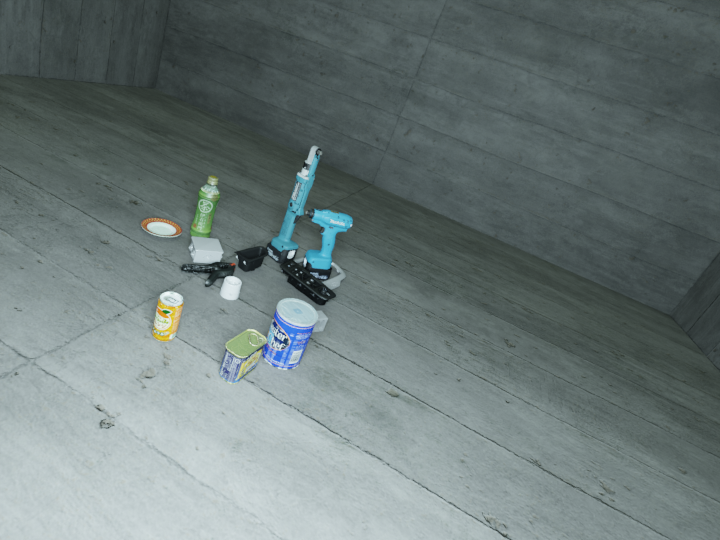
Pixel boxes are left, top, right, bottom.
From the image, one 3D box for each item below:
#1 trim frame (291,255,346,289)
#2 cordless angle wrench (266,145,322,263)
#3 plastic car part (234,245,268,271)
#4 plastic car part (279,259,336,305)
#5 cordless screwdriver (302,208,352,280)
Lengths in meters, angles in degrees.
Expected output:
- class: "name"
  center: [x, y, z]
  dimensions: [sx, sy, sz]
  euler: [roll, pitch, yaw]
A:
- class: "trim frame"
  center: [-0.156, 0.006, 1.492]
  dimensions: [0.192, 0.027, 0.240]
  euler: [31, 26, 23]
- class: "cordless angle wrench"
  center: [-0.218, -0.224, 1.445]
  dimensions: [0.103, 0.419, 0.071]
  euler: [37, 27, 29]
- class: "plastic car part"
  center: [-0.350, -0.031, 1.364]
  dimensions: [0.069, 0.070, 0.112]
  euler: [32, 26, 22]
- class: "plastic car part"
  center: [-0.173, 0.046, 1.346]
  dimensions: [0.212, 0.066, 0.064]
  euler: [31, 25, 23]
- class: "cordless screwdriver"
  center: [-0.141, -0.092, 1.441]
  dimensions: [0.154, 0.246, 0.078]
  euler: [13, 25, -21]
